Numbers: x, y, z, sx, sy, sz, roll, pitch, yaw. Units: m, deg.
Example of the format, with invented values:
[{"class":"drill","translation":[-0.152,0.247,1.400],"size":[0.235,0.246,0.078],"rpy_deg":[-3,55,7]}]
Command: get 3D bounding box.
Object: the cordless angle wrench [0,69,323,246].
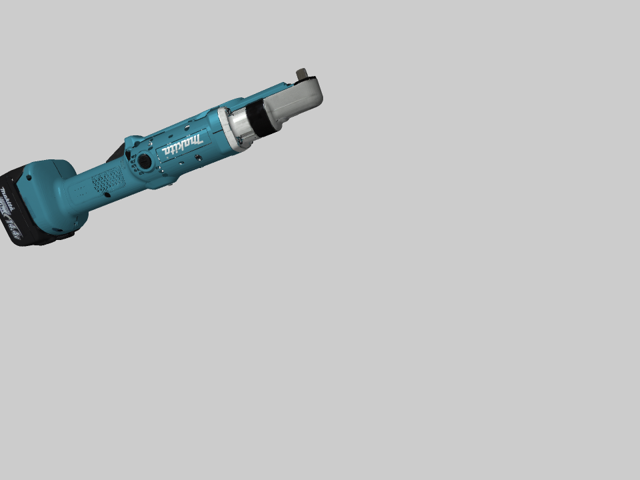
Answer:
[{"class":"cordless angle wrench","translation":[-0.194,-0.095,0.501],"size":[0.423,0.098,0.074],"rpy_deg":[-17,10,15]}]
